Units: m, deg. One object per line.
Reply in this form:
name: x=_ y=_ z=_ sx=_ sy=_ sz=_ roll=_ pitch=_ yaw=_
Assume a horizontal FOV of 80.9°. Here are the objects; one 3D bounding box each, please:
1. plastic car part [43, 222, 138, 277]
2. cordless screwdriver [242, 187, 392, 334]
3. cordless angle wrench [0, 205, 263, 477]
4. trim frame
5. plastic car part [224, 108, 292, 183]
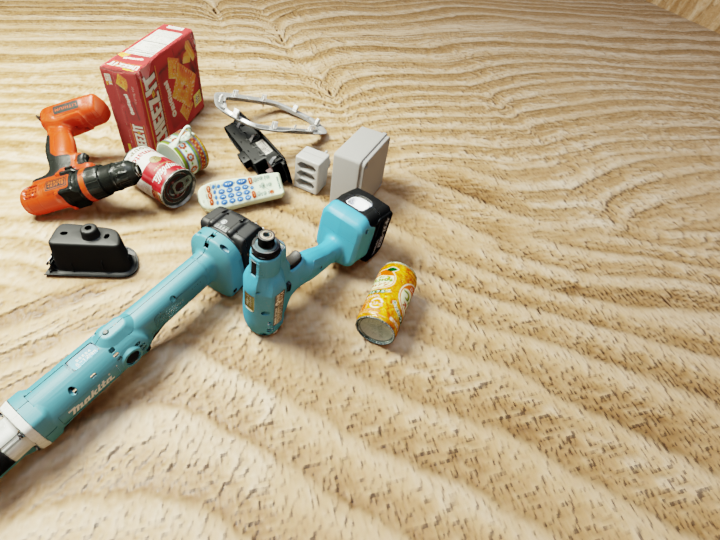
plastic car part: x=-0.367 y=-0.033 z=0.574 sx=0.116 sy=0.069 sz=0.068 roll=2 pitch=49 yaw=-3
cordless screwdriver: x=-0.054 y=-0.036 z=0.556 sx=0.077 sy=0.156 sz=0.244 roll=34 pitch=50 yaw=19
cordless angle wrench: x=-0.267 y=0.083 z=0.469 sx=0.077 sy=0.095 sz=0.419 roll=26 pitch=53 yaw=18
trim frame: x=-0.173 y=-0.309 z=0.831 sx=0.193 sy=0.027 sz=0.238 roll=42 pitch=32 yaw=26
plastic car part: x=-0.199 y=-0.227 z=0.786 sx=0.067 sy=0.063 sz=0.213 roll=-34 pitch=57 yaw=-4
